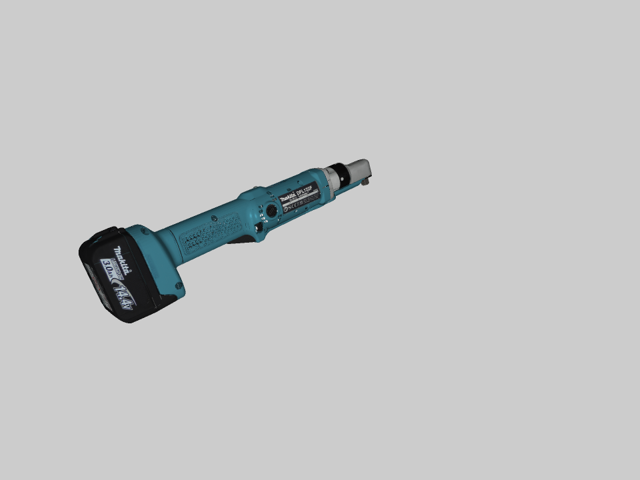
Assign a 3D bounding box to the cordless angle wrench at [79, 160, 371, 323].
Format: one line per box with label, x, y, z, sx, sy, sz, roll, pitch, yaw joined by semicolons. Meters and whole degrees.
cordless angle wrench;-0.079;-0.036;0.559;0.421;0.098;0.074;-28;21;-34
